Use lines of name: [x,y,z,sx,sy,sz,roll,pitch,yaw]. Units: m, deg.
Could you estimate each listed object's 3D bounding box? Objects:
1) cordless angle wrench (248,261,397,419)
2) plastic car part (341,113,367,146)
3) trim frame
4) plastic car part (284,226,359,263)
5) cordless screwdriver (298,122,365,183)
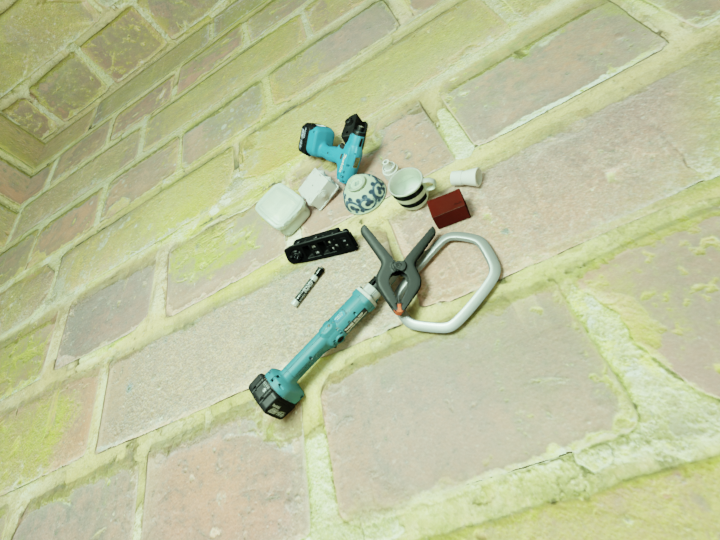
cordless angle wrench: [-0.059,0.135,0.920,0.422,0.093,0.079,-46,52,-6]
plastic car part: [-0.025,-0.417,1.257,0.069,0.067,0.118,-2,64,29]
trim frame: [0.175,0.022,0.885,0.248,0.026,0.195,-51,50,-4]
plastic car part: [-0.107,-0.070,1.094,0.208,0.063,0.069,-16,45,23]
cordless screwdriver: [-0.079,-0.367,1.215,0.263,0.071,0.157,43,126,41]
